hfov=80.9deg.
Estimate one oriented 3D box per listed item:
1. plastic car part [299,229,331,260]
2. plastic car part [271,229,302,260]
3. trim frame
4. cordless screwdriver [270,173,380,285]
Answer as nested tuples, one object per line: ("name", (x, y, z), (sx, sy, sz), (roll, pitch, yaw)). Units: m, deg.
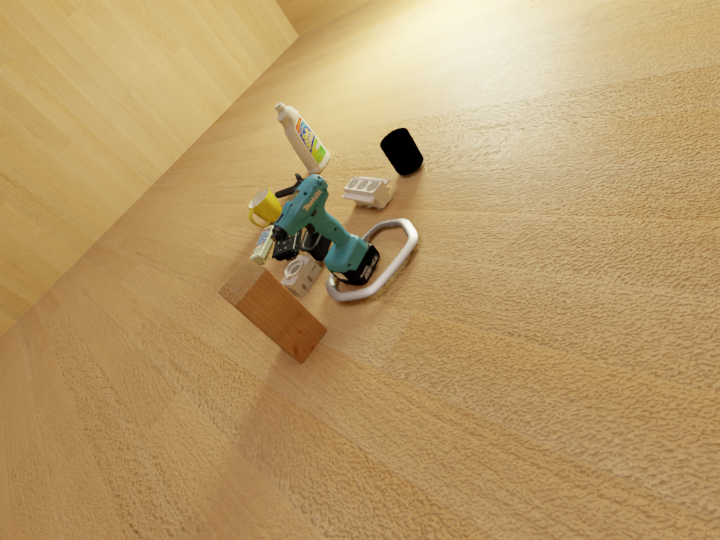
("plastic car part", (-0.103, -0.068, 1.056), (0.068, 0.067, 0.118), (-16, 42, 32))
("plastic car part", (-0.190, -0.090, 1.164), (0.067, 0.064, 0.210), (-27, 37, 18))
("trim frame", (0.023, -0.026, 0.931), (0.247, 0.026, 0.194), (-51, 37, -15))
("cordless screwdriver", (-0.072, -0.057, 0.870), (0.078, 0.236, 0.159), (6, 55, 48))
